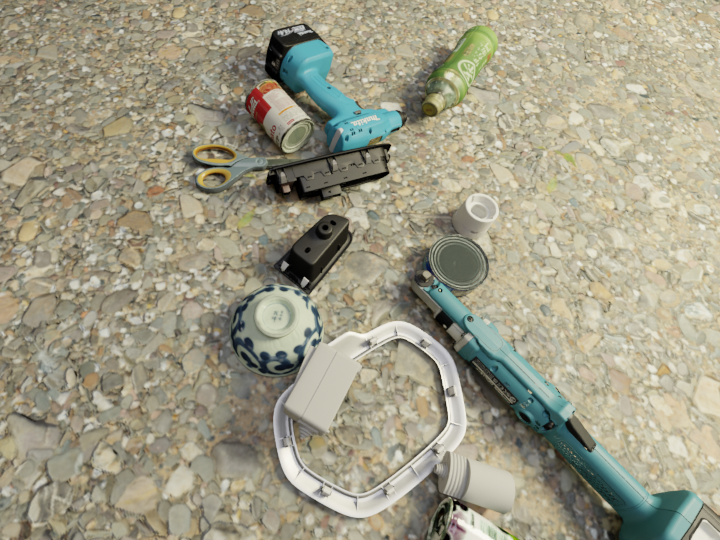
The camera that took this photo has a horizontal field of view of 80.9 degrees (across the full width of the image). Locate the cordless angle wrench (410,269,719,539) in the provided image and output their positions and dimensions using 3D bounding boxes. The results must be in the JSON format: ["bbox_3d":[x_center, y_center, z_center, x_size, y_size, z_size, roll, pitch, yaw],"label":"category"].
[{"bbox_3d":[0.213,0.158,0.502,0.073,0.096,0.440,-34,67,-21],"label":"cordless angle wrench"}]

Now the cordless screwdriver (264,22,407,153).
[{"bbox_3d":[-0.042,-0.309,0.716,0.155,0.074,0.256,-28,72,-31],"label":"cordless screwdriver"}]

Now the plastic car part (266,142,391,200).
[{"bbox_3d":[-0.037,-0.148,0.641,0.199,0.066,0.068,-21,79,-15],"label":"plastic car part"}]

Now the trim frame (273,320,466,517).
[{"bbox_3d":[0.015,0.166,0.508,0.245,0.027,0.191,-31,69,-17],"label":"trim frame"}]

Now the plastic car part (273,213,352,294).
[{"bbox_3d":[-0.057,-0.037,0.579,0.067,0.070,0.116,37,69,8],"label":"plastic car part"}]
